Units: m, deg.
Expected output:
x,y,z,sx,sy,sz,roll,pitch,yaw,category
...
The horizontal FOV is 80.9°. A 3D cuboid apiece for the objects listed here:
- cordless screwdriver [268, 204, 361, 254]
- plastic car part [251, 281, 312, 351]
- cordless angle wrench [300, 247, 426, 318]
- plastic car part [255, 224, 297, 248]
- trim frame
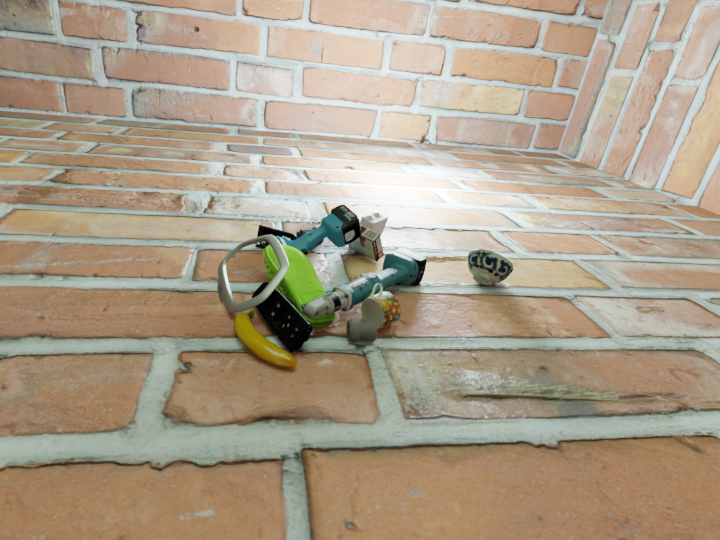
x,y,z,sx,sy,sz,roll,pitch,yaw,category
-0.112,-0.073,1.142,0.246,0.071,0.168,-27,48,-13,cordless screwdriver
-0.161,0.090,0.891,0.063,0.066,0.215,21,12,-48,plastic car part
0.018,0.035,0.997,0.103,0.073,0.408,24,29,30,cordless angle wrench
-0.241,-0.094,1.245,0.117,0.065,0.071,12,12,2,plastic car part
-0.255,0.002,0.975,0.184,0.026,0.262,-34,41,-2,trim frame
